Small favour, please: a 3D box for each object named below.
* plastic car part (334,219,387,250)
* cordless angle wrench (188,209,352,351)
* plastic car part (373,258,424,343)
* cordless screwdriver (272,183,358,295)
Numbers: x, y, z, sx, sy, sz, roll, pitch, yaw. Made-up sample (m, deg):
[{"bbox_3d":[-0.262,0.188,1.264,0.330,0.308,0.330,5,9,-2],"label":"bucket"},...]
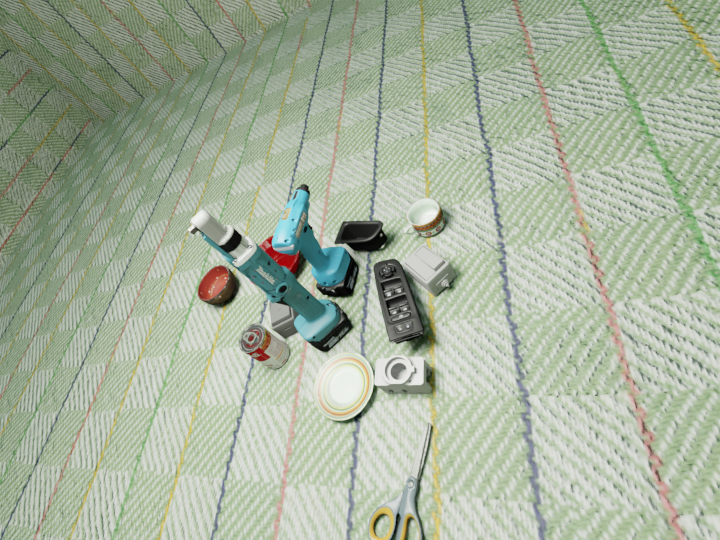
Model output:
[{"bbox_3d":[0.010,-0.074,0.979,0.122,0.067,0.066,2,59,35],"label":"plastic car part"},{"bbox_3d":[-0.155,0.023,0.783,0.098,0.400,0.079,-43,45,-3],"label":"cordless angle wrench"},{"bbox_3d":[0.076,0.059,0.839,0.067,0.063,0.211,-27,47,14],"label":"plastic car part"},{"bbox_3d":[-0.090,-0.059,0.916,0.077,0.235,0.161,-6,55,30],"label":"cordless screwdriver"}]
